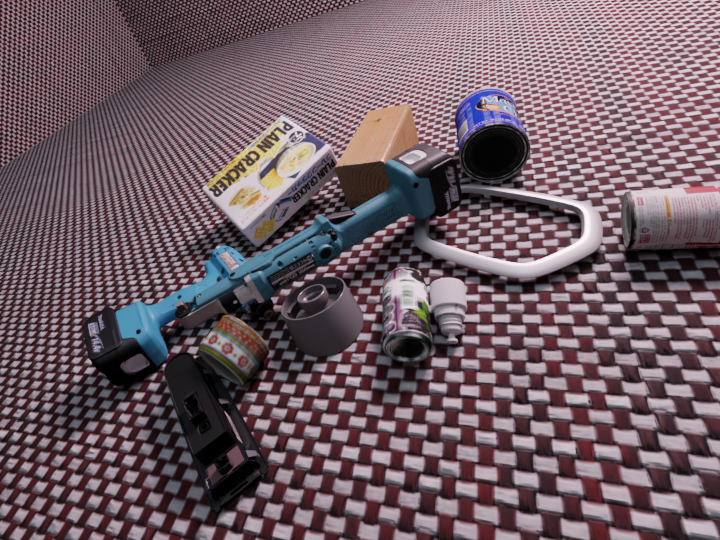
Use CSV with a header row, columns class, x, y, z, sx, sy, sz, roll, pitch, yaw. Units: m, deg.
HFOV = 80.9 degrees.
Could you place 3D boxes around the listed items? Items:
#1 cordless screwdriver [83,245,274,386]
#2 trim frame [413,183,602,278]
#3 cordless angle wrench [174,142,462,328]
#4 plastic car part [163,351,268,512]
class,x,y,z,sx,sy,sz,roll,pitch,yaw
cordless screwdriver,-0.254,0.070,0.610,0.245,0.071,0.168,-34,49,-19
trim frame,0.189,-0.064,0.584,0.263,0.026,0.182,19,55,42
cordless angle wrench,-0.057,-0.037,0.584,0.420,0.093,0.078,-31,39,-8
plastic car part,-0.183,0.161,0.483,0.066,0.064,0.215,-41,39,-12
